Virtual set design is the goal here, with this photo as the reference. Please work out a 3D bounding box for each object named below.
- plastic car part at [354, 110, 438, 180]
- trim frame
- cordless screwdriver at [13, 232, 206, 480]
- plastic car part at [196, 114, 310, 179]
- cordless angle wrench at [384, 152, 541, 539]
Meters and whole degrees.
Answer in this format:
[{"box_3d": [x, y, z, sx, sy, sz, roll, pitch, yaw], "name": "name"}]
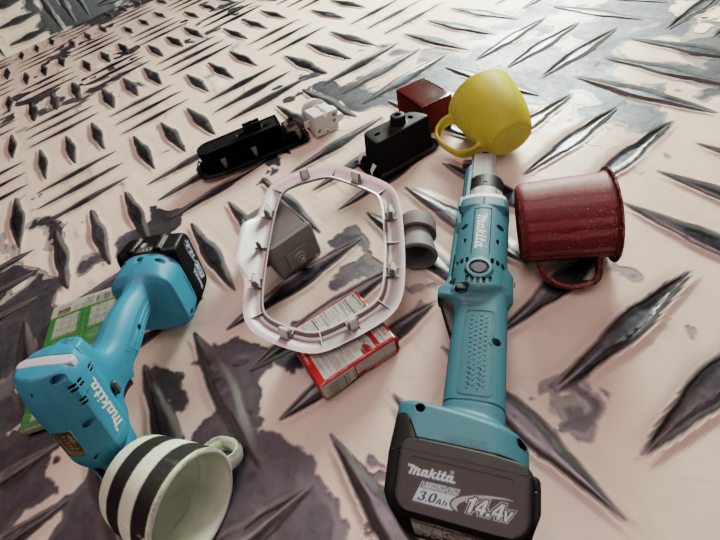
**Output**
[{"box_3d": [0.051, -0.189, 0.604, 0.116, 0.067, 0.069, -31, 49, -6], "name": "plastic car part"}, {"box_3d": [-0.045, -0.030, 0.464, 0.187, 0.026, 0.255, -3, 58, 9], "name": "trim frame"}, {"box_3d": [-0.230, 0.077, 0.443, 0.075, 0.153, 0.256, -9, 33, 4], "name": "cordless screwdriver"}, {"box_3d": [-0.191, -0.214, 0.718, 0.203, 0.064, 0.069, -26, 54, -1], "name": "plastic car part"}, {"box_3d": [0.112, 0.015, 0.408, 0.101, 0.071, 0.428, 2, 49, 19], "name": "cordless angle wrench"}]
